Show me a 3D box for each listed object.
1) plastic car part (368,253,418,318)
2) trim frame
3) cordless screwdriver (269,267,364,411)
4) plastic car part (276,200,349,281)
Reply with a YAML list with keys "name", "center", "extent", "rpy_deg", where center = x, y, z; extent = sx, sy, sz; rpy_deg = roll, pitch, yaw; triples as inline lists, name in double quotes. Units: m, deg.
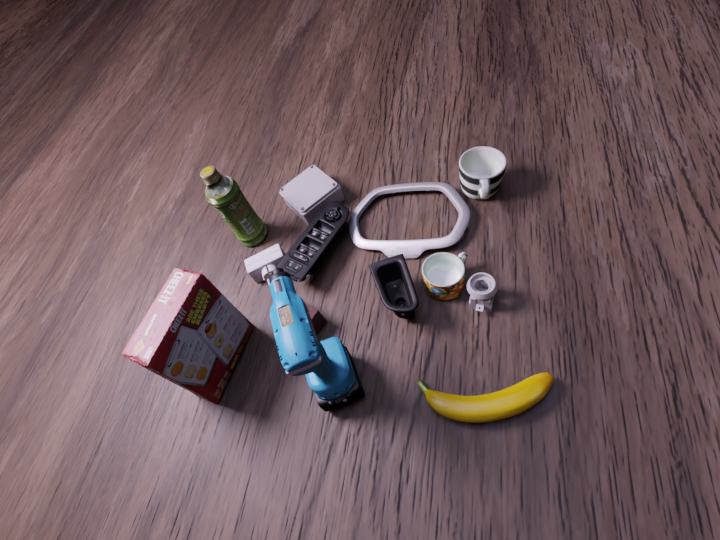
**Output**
- name: "plastic car part"
  center: [0.066, 0.040, 0.754]
  extent: [0.066, 0.067, 0.121]
  rpy_deg: [-20, 53, 5]
- name: "trim frame"
  center: [0.094, -0.107, 0.868]
  extent: [0.256, 0.026, 0.187]
  rpy_deg: [-1, 58, 20]
- name: "cordless screwdriver"
  center: [-0.073, 0.112, 0.651]
  extent: [0.074, 0.237, 0.167]
  rpy_deg: [-24, 54, 1]
- name: "plastic car part"
  center: [-0.086, -0.056, 0.876]
  extent: [0.070, 0.064, 0.203]
  rpy_deg: [21, 67, 29]
